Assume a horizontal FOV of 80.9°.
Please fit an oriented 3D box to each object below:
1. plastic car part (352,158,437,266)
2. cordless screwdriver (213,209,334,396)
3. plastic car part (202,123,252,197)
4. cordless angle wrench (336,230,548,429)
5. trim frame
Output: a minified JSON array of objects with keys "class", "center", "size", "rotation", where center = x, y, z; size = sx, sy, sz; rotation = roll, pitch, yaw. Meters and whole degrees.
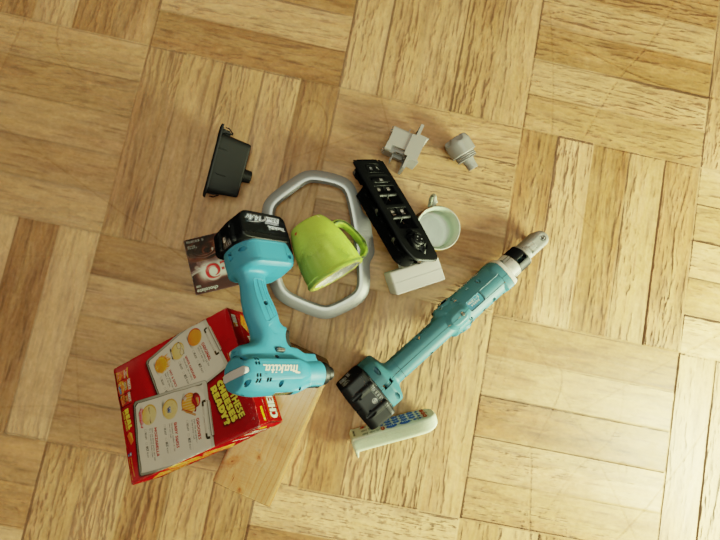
[{"class":"plastic car part","center":[0.044,-0.086,0.670],"size":[0.063,0.067,0.211],"rotation":[-3,53,-44]},{"class":"cordless screwdriver","center":[-0.119,0.045,0.588],"size":[0.076,0.151,0.257],"rotation":[-35,57,35]},{"class":"plastic car part","center":[-0.212,-0.169,0.691],"size":[0.069,0.068,0.116],"rotation":[11,88,-19]},{"class":"cordless angle wrench","center":[0.147,0.072,0.671],"size":[0.420,0.098,0.075],"rotation":[-40,89,-9]},{"class":"trim frame","center":[-0.068,-0.045,0.700],"size":[0.183,0.027,0.250],"rotation":[-8,84,-3]}]
